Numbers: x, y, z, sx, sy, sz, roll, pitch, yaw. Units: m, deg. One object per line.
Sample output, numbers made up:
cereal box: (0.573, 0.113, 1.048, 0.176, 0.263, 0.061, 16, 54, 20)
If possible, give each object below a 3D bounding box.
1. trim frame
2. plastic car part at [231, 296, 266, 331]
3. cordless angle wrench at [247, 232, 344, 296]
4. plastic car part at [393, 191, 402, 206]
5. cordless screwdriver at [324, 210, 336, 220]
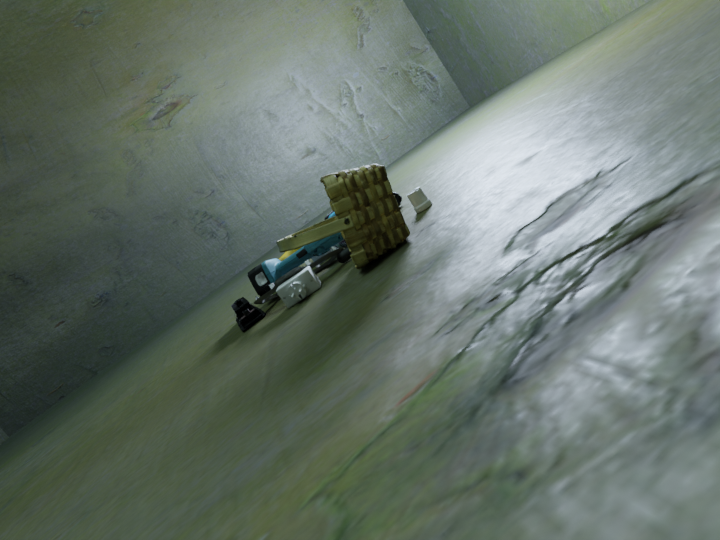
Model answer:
trim frame: (-0.145, 0.011, 0.988, 0.250, 0.028, 0.181, -31, -1, 8)
plastic car part: (-0.292, 0.102, 1.054, 0.066, 0.066, 0.207, -45, 11, -14)
cordless angle wrench: (-0.100, -0.066, 1.025, 0.431, 0.075, 0.095, -31, -4, 27)
plastic car part: (0.064, -0.184, 1.165, 0.121, 0.065, 0.069, -2, 10, 26)
cordless screwdriver: (-0.042, -0.161, 1.339, 0.160, 0.073, 0.253, -37, 15, 8)
